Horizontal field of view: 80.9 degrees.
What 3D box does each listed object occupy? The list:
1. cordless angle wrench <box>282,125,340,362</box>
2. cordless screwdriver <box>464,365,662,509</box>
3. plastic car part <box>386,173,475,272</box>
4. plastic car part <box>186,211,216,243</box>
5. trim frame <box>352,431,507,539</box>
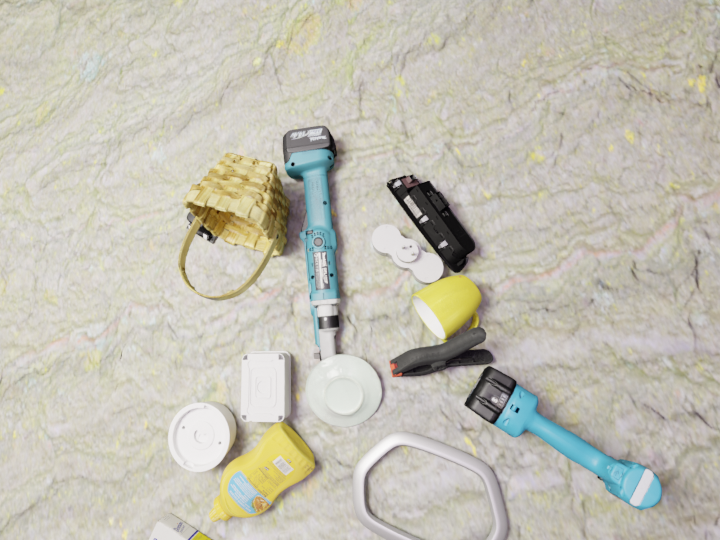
[{"bbox_3d":[-0.075,-0.049,0.771,0.099,0.073,0.428,-7,80,5],"label":"cordless angle wrench"},{"bbox_3d":[0.288,0.248,0.639,0.261,0.152,0.074,30,81,26],"label":"cordless screwdriver"},{"bbox_3d":[0.134,-0.093,0.744,0.068,0.064,0.207,-39,76,41],"label":"plastic car part"},{"bbox_3d":[-0.292,-0.121,0.813,0.067,0.069,0.116,29,87,8],"label":"plastic car part"},{"bbox_3d":[0.108,0.371,0.682,0.253,0.027,0.185,17,81,9],"label":"trim frame"}]
